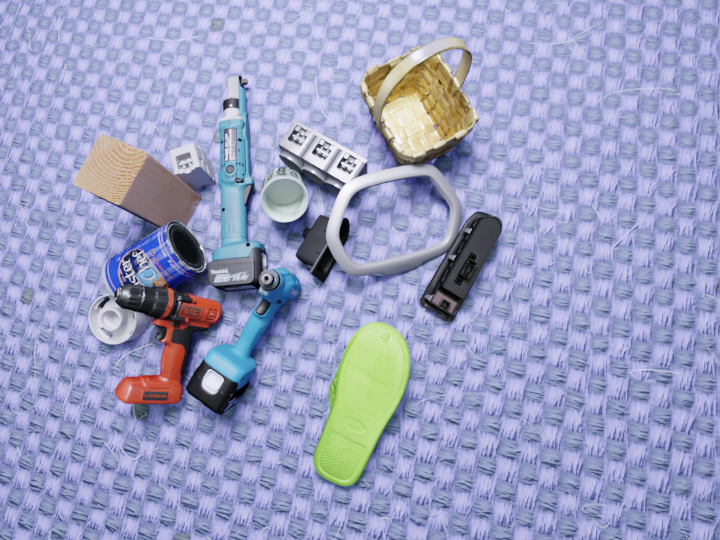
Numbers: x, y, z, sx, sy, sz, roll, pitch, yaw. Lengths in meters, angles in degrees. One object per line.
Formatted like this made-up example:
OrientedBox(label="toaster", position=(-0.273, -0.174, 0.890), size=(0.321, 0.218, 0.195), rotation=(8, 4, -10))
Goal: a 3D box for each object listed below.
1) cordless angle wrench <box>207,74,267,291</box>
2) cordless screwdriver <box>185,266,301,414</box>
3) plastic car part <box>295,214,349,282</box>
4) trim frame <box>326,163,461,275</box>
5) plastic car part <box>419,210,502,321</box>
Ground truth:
OrientedBox(label="cordless angle wrench", position=(-0.233, -0.177, 0.789), size=(0.099, 0.073, 0.430), rotation=(-6, 76, 3))
OrientedBox(label="cordless screwdriver", position=(-0.185, 0.104, 0.681), size=(0.076, 0.156, 0.249), rotation=(31, 86, 6))
OrientedBox(label="plastic car part", position=(-0.074, -0.048, 0.752), size=(0.074, 0.063, 0.117), rotation=(22, 79, 22))
OrientedBox(label="trim frame", position=(0.060, -0.080, 0.713), size=(0.244, 0.028, 0.181), rotation=(-15, 104, -14))
OrientedBox(label="plastic car part", position=(0.178, -0.016, 0.713), size=(0.067, 0.066, 0.203), rotation=(30, 80, 7))
